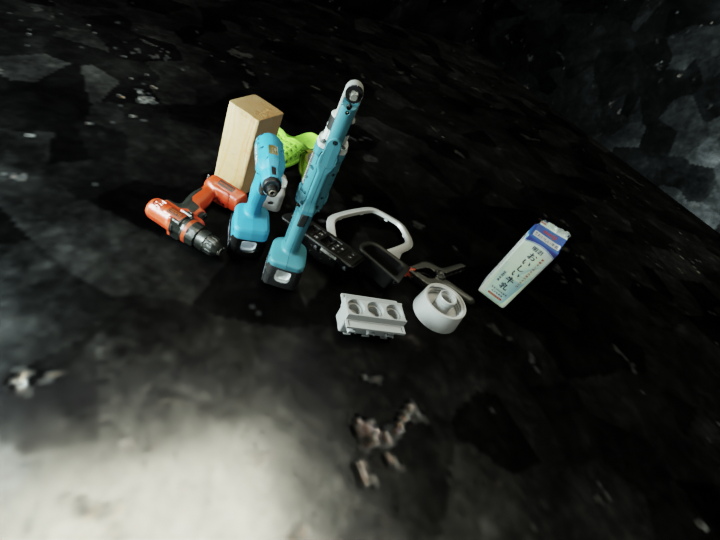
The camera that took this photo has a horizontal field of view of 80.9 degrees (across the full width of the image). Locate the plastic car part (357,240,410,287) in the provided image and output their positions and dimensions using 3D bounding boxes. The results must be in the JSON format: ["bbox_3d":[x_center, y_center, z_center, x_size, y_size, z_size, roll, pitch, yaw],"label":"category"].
[{"bbox_3d":[0.039,-0.007,0.939,0.120,0.070,0.065,37,41,12],"label":"plastic car part"}]

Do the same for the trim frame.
[{"bbox_3d":[0.023,-0.088,1.052,0.239,0.027,0.193,-17,55,-38],"label":"trim frame"}]

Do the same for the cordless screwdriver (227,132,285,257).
[{"bbox_3d":[-0.197,-0.120,0.807,0.072,0.247,0.166,9,44,-23],"label":"cordless screwdriver"}]

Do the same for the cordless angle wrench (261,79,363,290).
[{"bbox_3d":[-0.085,-0.133,0.743,0.073,0.420,0.101,18,41,-14],"label":"cordless angle wrench"}]

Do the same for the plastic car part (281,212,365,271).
[{"bbox_3d":[-0.091,-0.060,0.935,0.209,0.066,0.065,38,41,15],"label":"plastic car part"}]
